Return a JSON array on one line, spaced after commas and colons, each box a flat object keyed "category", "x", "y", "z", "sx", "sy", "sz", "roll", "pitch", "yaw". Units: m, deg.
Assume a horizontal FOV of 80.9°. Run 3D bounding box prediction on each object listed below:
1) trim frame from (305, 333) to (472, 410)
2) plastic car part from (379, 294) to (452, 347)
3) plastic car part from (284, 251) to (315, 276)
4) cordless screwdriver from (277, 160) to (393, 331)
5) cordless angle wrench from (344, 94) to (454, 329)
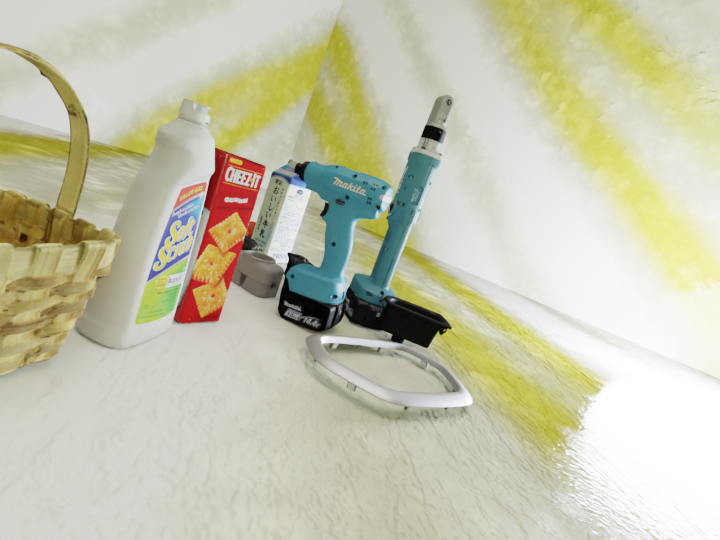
[{"category": "trim frame", "x": 0.038, "y": 0.130, "z": 0.566, "sx": 0.236, "sy": 0.027, "sz": 0.195, "roll": 11, "pitch": 13, "yaw": -39}, {"category": "plastic car part", "x": 0.082, "y": 0.093, "z": 0.721, "sx": 0.115, "sy": 0.070, "sz": 0.067, "roll": 19, "pitch": 9, "yaw": -6}, {"category": "plastic car part", "x": -0.116, "y": 0.008, "z": 0.816, "sx": 0.065, "sy": 0.067, "sz": 0.209, "roll": 17, "pitch": 10, "yaw": -15}, {"category": "cordless screwdriver", "x": -0.065, "y": -0.042, "z": 0.660, "sx": 0.165, "sy": 0.247, "sz": 0.072, "roll": 23, "pitch": 9, "yaw": 20}, {"category": "cordless angle wrench", "x": 0.077, "y": -0.103, "z": 0.752, "sx": 0.072, "sy": 0.421, "sz": 0.101, "roll": 18, "pitch": 9, "yaw": -18}]
